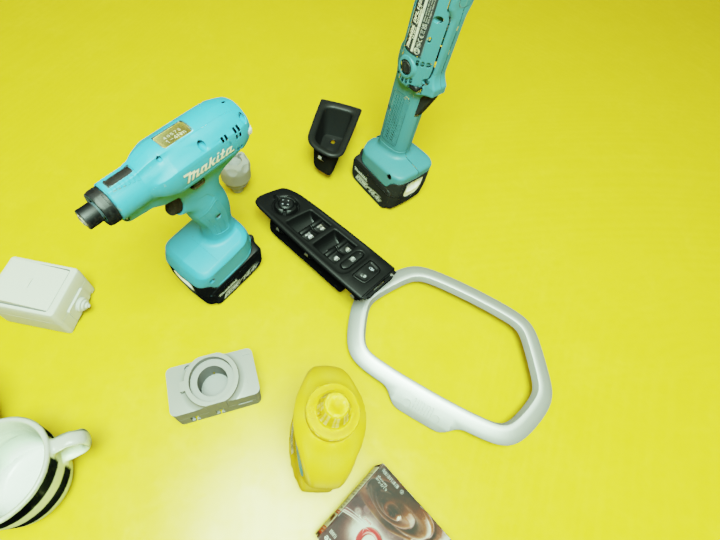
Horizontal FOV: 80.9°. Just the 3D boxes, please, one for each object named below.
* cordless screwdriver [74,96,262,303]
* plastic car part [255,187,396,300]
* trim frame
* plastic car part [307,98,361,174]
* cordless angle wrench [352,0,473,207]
[{"bbox_3d":[-0.178,-0.042,0.436,0.076,0.244,0.158,37,61,11],"label":"cordless screwdriver"},{"bbox_3d":[-0.053,-0.035,0.547,0.210,0.065,0.065,42,63,18],"label":"plastic car part"},{"bbox_3d":[0.103,0.092,0.506,0.254,0.027,0.184,27,60,11],"label":"trim frame"},{"bbox_3d":[-0.046,-0.193,0.642,0.066,0.069,0.118,15,59,1],"label":"plastic car part"},{"bbox_3d":[0.071,-0.234,0.474,0.073,0.415,0.101,-30,70,-24],"label":"cordless angle wrench"}]
